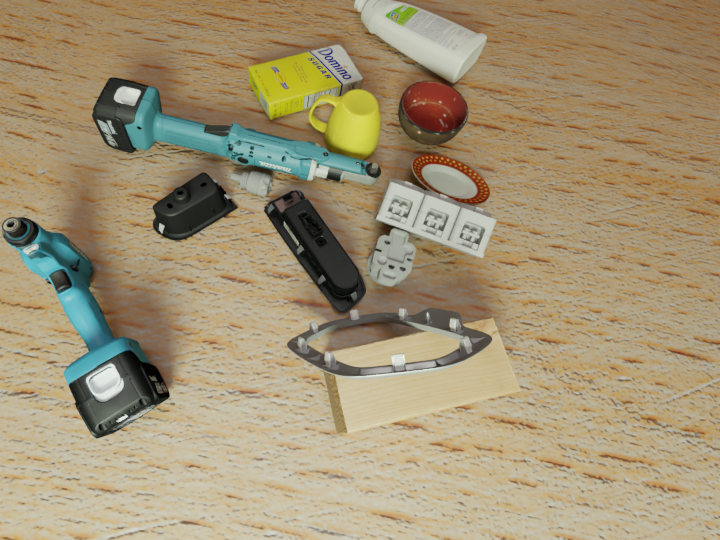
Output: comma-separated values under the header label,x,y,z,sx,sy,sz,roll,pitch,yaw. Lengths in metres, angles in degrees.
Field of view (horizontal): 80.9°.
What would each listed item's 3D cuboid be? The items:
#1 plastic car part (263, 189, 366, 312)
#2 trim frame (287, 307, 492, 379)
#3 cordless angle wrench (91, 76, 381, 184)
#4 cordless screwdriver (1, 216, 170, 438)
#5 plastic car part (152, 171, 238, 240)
label,x,y,z,sx,sy,sz,roll,pitch,yaw
plastic car part,-0.059,-0.038,0.601,0.065,0.067,0.208,-27,74,-25
trim frame,0.021,0.071,0.467,0.178,0.257,0.027,-11,95,-25
cordless angle wrench,-0.176,-0.192,0.648,0.419,0.097,0.075,13,66,-5
cordless screwdriver,-0.316,0.058,0.480,0.073,0.157,0.255,-31,76,-20
plastic car part,-0.243,-0.096,0.602,0.115,0.070,0.068,-38,76,-23
